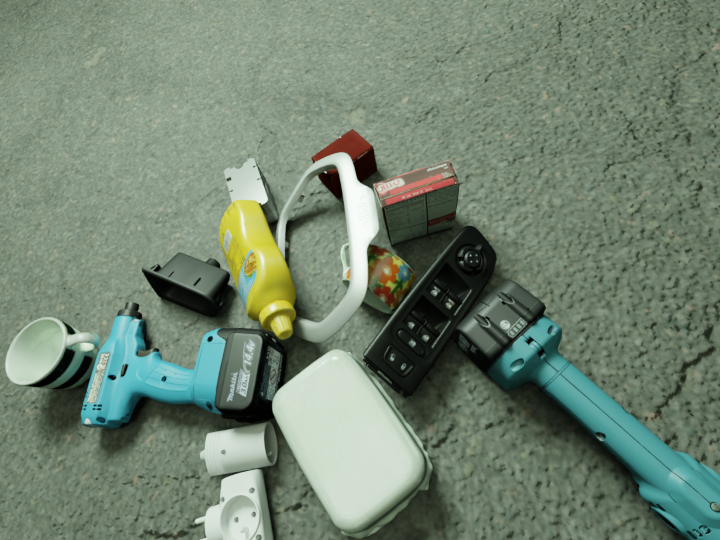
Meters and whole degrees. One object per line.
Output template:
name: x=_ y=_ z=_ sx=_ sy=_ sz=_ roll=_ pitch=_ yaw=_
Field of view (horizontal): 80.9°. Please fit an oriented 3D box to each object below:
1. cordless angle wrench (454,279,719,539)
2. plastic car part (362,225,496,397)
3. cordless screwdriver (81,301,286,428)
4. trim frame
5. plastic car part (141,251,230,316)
cordless angle wrench: x=0.263 y=0.182 z=0.341 sx=0.074 sy=0.094 sz=0.443 roll=-42 pitch=64 yaw=-6
plastic car part: x=0.081 y=0.039 z=0.476 sx=0.067 sy=0.067 sz=0.202 roll=39 pitch=77 yaw=1
cordless screwdriver: x=-0.218 y=0.107 z=0.520 sx=0.255 sy=0.071 sz=0.163 roll=-7 pitch=62 yaw=16
trim frame: x=-0.051 y=-0.033 z=0.524 sx=0.188 sy=0.026 sz=0.256 roll=-33 pitch=51 yaw=38
plastic car part: x=-0.227 y=0.012 z=0.583 sx=0.120 sy=0.063 sz=0.071 roll=15 pitch=53 yaw=17
